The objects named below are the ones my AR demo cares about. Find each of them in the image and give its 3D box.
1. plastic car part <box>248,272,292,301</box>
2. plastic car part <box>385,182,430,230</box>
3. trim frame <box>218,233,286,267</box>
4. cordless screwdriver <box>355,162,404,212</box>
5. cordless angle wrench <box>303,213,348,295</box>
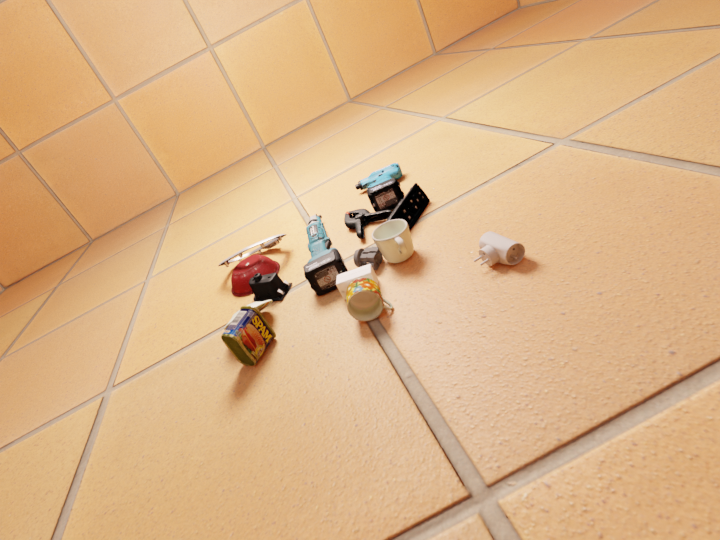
[{"bbox_3d":[-0.249,0.038,1.104,0.121,0.068,0.066,-6,33,29],"label":"plastic car part"},{"bbox_3d":[0.109,-0.146,1.096,0.069,0.064,0.202,-16,30,41],"label":"plastic car part"},{"bbox_3d":[-0.329,-0.059,1.294,0.256,0.027,0.179,-24,4,39],"label":"trim frame"},{"bbox_3d":[0.054,-0.254,1.303,0.162,0.072,0.253,-20,26,14],"label":"cordless screwdriver"},{"bbox_3d":[-0.115,-0.075,1.172,0.098,0.071,0.438,-26,27,2],"label":"cordless angle wrench"}]
